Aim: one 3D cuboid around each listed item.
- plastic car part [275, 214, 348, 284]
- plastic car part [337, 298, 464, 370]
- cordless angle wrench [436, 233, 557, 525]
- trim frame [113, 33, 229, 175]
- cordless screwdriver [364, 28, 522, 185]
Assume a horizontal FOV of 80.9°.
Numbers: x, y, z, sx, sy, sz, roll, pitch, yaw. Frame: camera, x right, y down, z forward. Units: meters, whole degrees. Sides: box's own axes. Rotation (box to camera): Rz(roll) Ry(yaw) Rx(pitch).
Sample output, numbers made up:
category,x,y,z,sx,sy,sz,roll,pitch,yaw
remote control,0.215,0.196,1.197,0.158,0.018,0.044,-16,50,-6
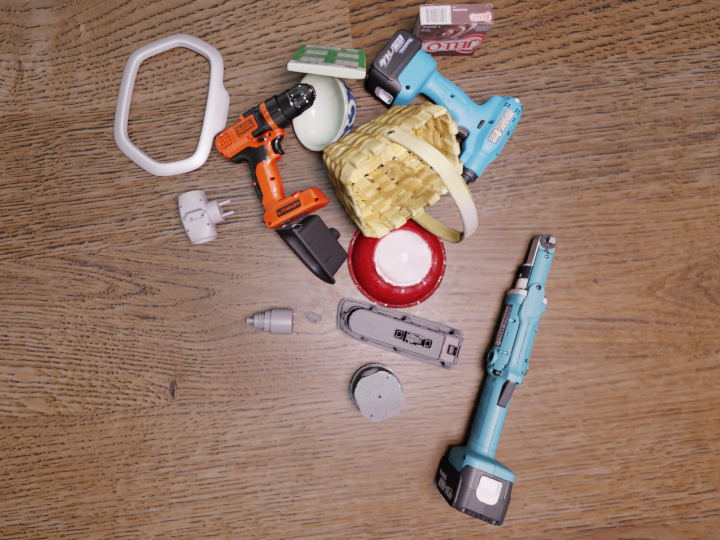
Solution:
category,x,y,z,sx,sy,sz,roll,pitch,yaw
plastic car part,-0.065,-0.042,0.662,0.112,0.069,0.070,48,70,-23
plastic car part,0.060,0.100,0.653,0.205,0.066,0.066,17,93,4
cordless angle wrench,0.223,0.141,0.638,0.074,0.097,0.424,20,81,-2
trim frame,-0.315,-0.278,0.709,0.185,0.027,0.250,6,83,2
cordless screwdriver,0.120,-0.257,0.681,0.248,0.074,0.159,33,86,-1
